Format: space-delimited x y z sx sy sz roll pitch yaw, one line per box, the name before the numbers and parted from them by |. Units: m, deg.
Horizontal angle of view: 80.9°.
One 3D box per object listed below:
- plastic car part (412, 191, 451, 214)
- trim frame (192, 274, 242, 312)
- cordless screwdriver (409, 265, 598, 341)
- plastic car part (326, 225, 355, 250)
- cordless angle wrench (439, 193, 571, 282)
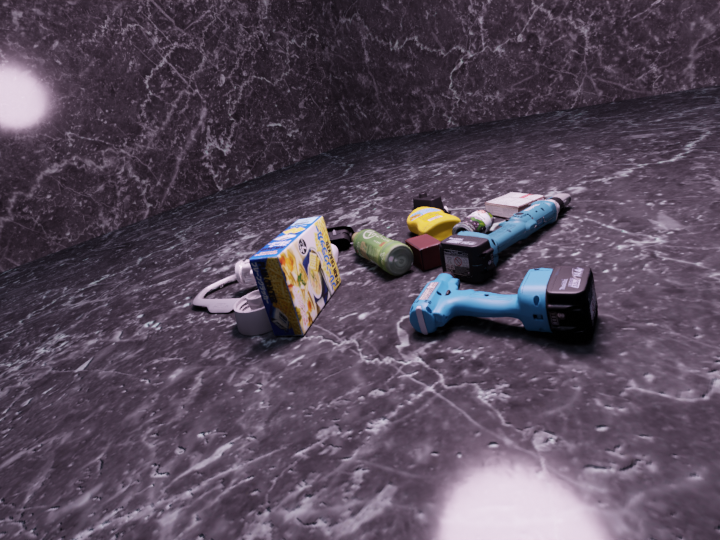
plastic car part | 0.188 -0.188 1.204 0.064 0.069 0.123 -25 26 -30
trim frame | -0.285 0.047 1.009 0.258 0.027 0.182 -3 24 25
cordless screwdriver | 0.213 0.038 0.648 0.259 0.072 0.156 -5 23 33
plastic car part | -0.111 -0.073 1.134 0.205 0.064 0.069 -13 30 5
cordless angle wrench | 0.334 -0.093 0.889 0.411 0.072 0.103 -27 24 -32
